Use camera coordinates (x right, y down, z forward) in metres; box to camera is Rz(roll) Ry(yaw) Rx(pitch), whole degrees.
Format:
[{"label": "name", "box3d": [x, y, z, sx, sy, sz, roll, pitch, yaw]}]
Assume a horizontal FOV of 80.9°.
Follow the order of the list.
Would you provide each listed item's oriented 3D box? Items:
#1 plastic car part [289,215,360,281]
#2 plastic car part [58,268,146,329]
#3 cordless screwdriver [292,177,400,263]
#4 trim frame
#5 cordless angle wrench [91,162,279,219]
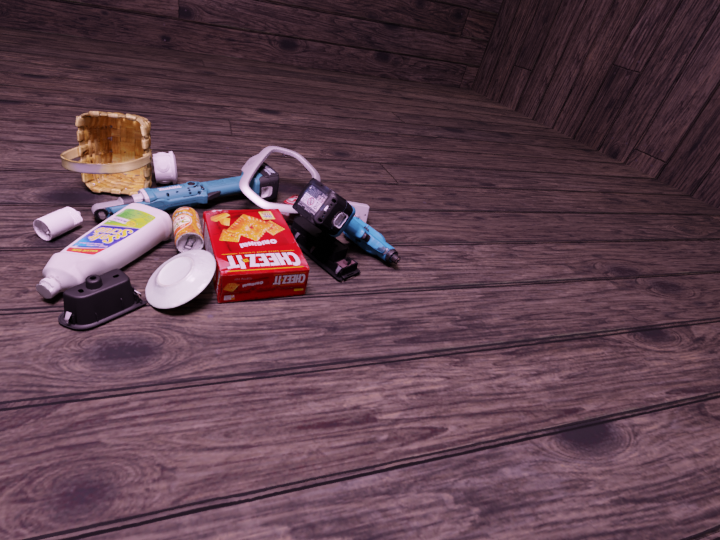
[{"label": "plastic car part", "box3d": [-0.088, -0.058, 0.903, 0.064, 0.065, 0.214, -27, 47, -36]}, {"label": "plastic car part", "box3d": [-0.402, 0.037, 0.653, 0.069, 0.070, 0.113, 28, 33, 23]}, {"label": "cordless screwdriver", "box3d": [-0.018, -0.088, 0.868, 0.168, 0.074, 0.235, 39, 6, 33]}, {"label": "trim frame", "box3d": [-0.193, -0.222, 1.021, 0.182, 0.027, 0.252, 25, 46, -7]}, {"label": "cordless angle wrench", "box3d": [-0.387, -0.176, 0.975, 0.409, 0.073, 0.103, -20, 47, -35]}]
